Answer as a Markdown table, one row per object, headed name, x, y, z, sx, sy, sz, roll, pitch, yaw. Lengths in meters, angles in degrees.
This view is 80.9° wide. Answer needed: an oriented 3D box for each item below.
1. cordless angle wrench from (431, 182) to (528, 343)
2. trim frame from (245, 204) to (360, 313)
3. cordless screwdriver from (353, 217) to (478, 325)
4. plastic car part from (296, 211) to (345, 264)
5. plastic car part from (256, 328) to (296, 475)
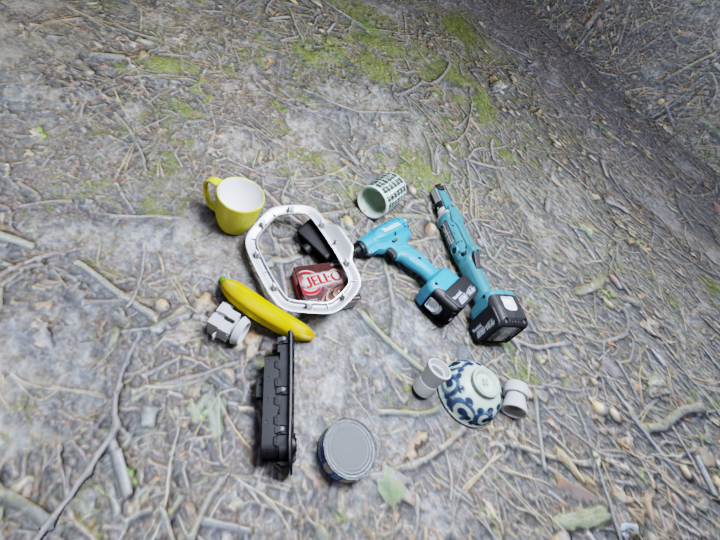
| name | x | y | z | sx | sy | sz | roll | pitch | yaw |
| --- | --- | --- | --- | --- | --- | --- | --- | --- | --- |
| cordless angle wrench | 0.236 | -0.043 | 0.958 | 0.072 | 0.097 | 0.440 | 5 | 49 | -23 |
| trim frame | -0.105 | -0.029 | 0.783 | 0.180 | 0.027 | 0.259 | -22 | 61 | -22 |
| cordless screwdriver | 0.105 | 0.002 | 0.873 | 0.155 | 0.073 | 0.258 | -27 | 65 | -36 |
| plastic car part | -0.083 | -0.054 | 0.850 | 0.120 | 0.065 | 0.070 | 41 | 63 | 15 |
| plastic car part | -0.123 | 0.193 | 0.634 | 0.066 | 0.065 | 0.210 | -1 | 55 | -14 |
